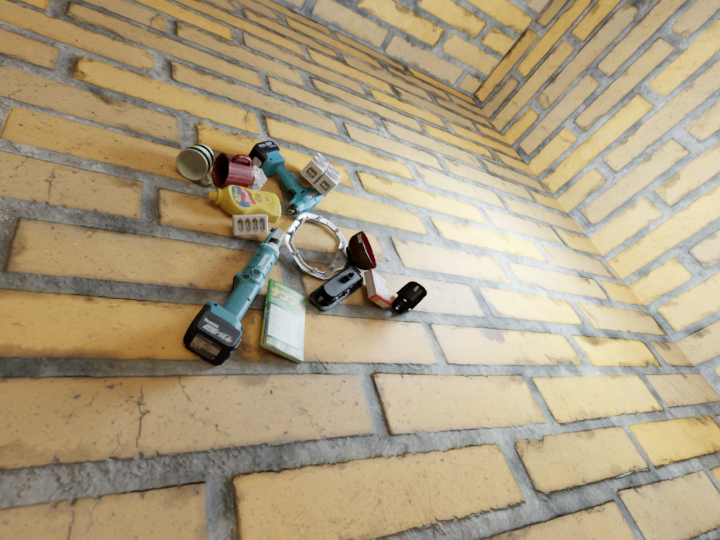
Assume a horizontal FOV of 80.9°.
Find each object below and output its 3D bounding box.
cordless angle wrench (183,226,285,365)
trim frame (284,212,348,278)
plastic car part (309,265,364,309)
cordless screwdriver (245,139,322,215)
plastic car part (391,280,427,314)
[{"bbox_3d":[-0.246,0.020,0.947,0.096,0.075,0.428,31,35,-10],"label":"cordless angle wrench"},{"bbox_3d":[-0.115,-0.075,1.173,0.181,0.028,0.250,38,34,-9],"label":"trim frame"},{"bbox_3d":[-0.050,0.039,1.088,0.067,0.068,0.198,51,41,4],"label":"plastic car part"},{"bbox_3d":[-0.237,-0.269,1.257,0.251,0.075,0.157,44,38,3],"label":"cordless screwdriver"},{"bbox_3d":[0.123,0.080,1.145,0.070,0.116,0.067,-38,80,-29],"label":"plastic car part"}]
